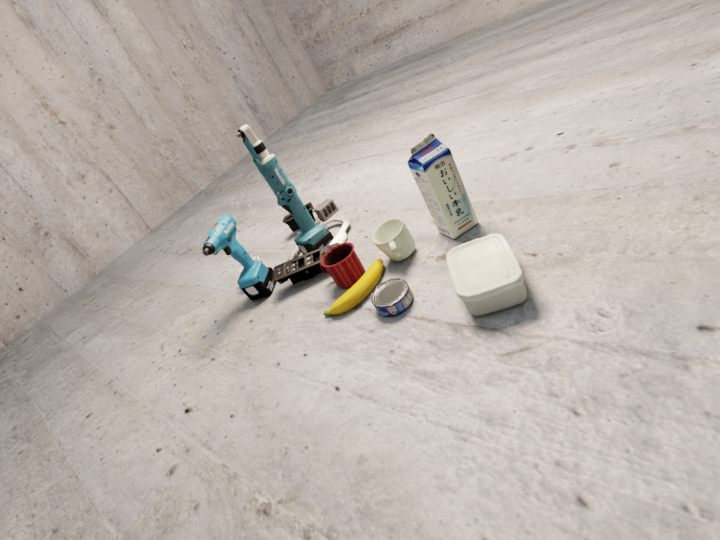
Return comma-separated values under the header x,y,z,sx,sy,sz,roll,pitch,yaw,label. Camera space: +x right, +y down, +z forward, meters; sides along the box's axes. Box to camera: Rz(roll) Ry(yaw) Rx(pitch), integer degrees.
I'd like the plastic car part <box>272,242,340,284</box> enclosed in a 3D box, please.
x,y,z,sx,sy,sz,roll,pitch,yaw,label
-0.138,-0.010,1.150,0.205,0.064,0.068,-25,28,11,plastic car part

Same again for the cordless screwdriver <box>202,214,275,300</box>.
x,y,z,sx,sy,sz,roll,pitch,yaw,label
-0.338,-0.019,1.173,0.076,0.239,0.161,-19,29,23,cordless screwdriver

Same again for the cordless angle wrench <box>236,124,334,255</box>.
x,y,z,sx,sy,sz,roll,pitch,yaw,label
-0.213,-0.219,1.188,0.097,0.406,0.078,-43,29,-24,cordless angle wrench

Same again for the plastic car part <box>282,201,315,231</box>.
x,y,z,sx,sy,sz,roll,pitch,yaw,label
-0.203,-0.175,1.454,0.117,0.068,0.068,-30,28,2,plastic car part

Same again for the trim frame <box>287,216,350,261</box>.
x,y,z,sx,sy,sz,roll,pitch,yaw,label
-0.126,-0.082,1.285,0.192,0.026,0.248,-5,39,39,trim frame
